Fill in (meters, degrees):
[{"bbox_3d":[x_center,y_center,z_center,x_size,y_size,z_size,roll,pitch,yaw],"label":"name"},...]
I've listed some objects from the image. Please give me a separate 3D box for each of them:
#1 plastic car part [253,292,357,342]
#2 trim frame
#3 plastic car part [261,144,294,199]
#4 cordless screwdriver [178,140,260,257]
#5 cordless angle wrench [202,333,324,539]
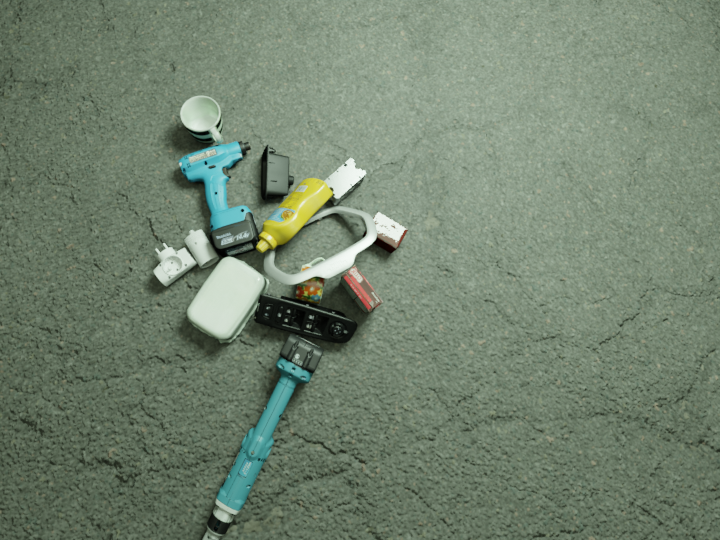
[{"bbox_3d":[-0.109,0.095,0.858,0.203,0.067,0.066,17,102,0],"label":"plastic car part"},{"bbox_3d":[-0.085,-0.056,0.870,0.246,0.026,0.194,-28,45,-11],"label":"trim frame"},{"bbox_3d":[-0.183,-0.209,0.934,0.069,0.067,0.118,-1,80,-20],"label":"plastic car part"},{"bbox_3d":[-0.277,-0.161,0.908,0.158,0.073,0.255,-23,75,-9],"label":"cordless screwdriver"},{"bbox_3d":[-0.193,0.327,0.789,0.075,0.097,0.424,25,80,2],"label":"cordless angle wrench"}]
